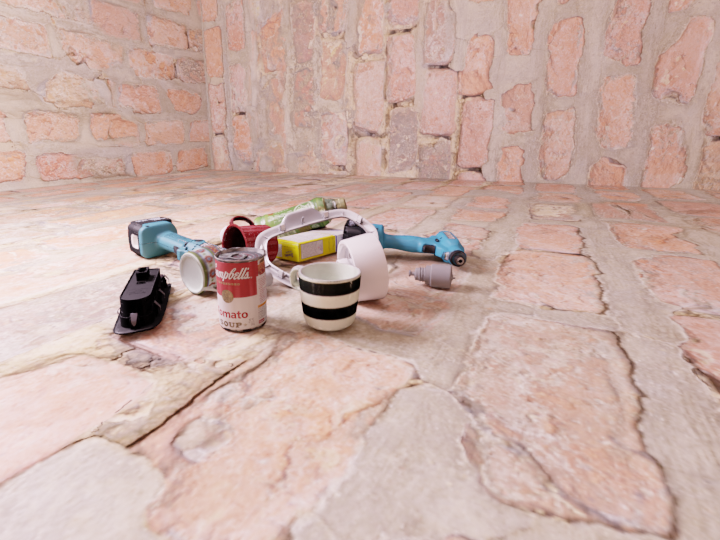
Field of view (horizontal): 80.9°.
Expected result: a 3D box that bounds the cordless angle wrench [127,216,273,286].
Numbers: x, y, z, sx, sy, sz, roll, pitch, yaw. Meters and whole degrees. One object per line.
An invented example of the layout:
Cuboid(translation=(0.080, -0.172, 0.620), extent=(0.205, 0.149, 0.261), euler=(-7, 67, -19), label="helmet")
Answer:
Cuboid(translation=(-0.321, -0.033, 0.837), extent=(0.446, 0.073, 0.094), euler=(17, 23, 37), label="cordless angle wrench")

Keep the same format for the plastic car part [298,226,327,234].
Cuboid(translation=(-0.125, -0.114, 1.109), extent=(0.068, 0.065, 0.122), euler=(9, 15, -24), label="plastic car part")

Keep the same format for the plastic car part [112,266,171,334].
Cuboid(translation=(-0.326, 0.035, 0.638), extent=(0.064, 0.066, 0.212), euler=(2, 18, -21), label="plastic car part")

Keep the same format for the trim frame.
Cuboid(translation=(-0.078, -0.051, 0.799), extent=(0.243, 0.027, 0.194), euler=(-21, 52, -20), label="trim frame")

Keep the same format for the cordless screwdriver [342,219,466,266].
Cuboid(translation=(0.087, -0.050, 0.874), extent=(0.250, 0.073, 0.161), euler=(4, 17, 2), label="cordless screwdriver")
